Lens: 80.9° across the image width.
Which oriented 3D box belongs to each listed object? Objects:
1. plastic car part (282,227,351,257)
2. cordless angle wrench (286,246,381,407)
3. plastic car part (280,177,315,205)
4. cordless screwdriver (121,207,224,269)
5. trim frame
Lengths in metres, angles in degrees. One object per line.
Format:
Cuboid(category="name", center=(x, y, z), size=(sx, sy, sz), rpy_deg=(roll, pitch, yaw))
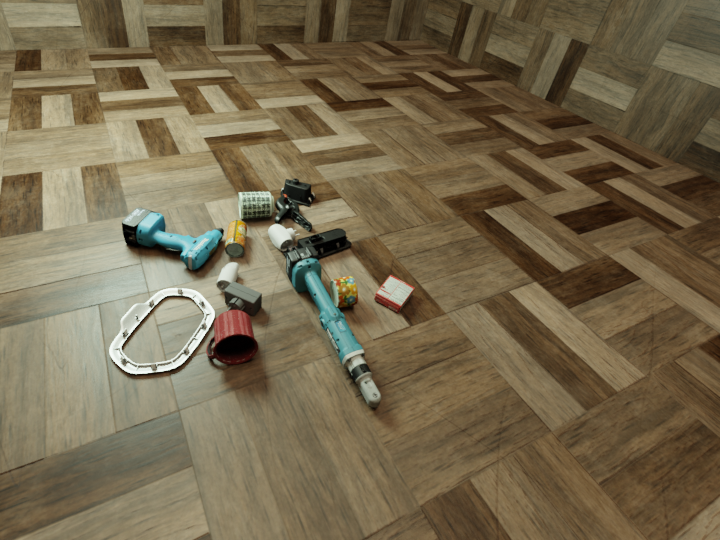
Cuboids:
Cuboid(category="plastic car part", center=(-0.118, -0.077, 1.203), size=(0.196, 0.065, 0.070), rpy_deg=(-16, 40, -29))
Cuboid(category="cordless angle wrench", center=(-0.064, 0.116, 0.969), size=(0.072, 0.095, 0.445), rpy_deg=(-15, 49, -22))
Cuboid(category="plastic car part", center=(-0.209, -0.268, 1.397), size=(0.118, 0.069, 0.066), rpy_deg=(18, 40, 6))
Cuboid(category="cordless screwdriver", center=(-0.510, -0.101, 1.162), size=(0.253, 0.073, 0.160), rpy_deg=(20, 42, 8))
Cuboid(category="trim frame", center=(-0.440, 0.126, 0.946), size=(0.188, 0.027, 0.250), rpy_deg=(14, 43, 9))
